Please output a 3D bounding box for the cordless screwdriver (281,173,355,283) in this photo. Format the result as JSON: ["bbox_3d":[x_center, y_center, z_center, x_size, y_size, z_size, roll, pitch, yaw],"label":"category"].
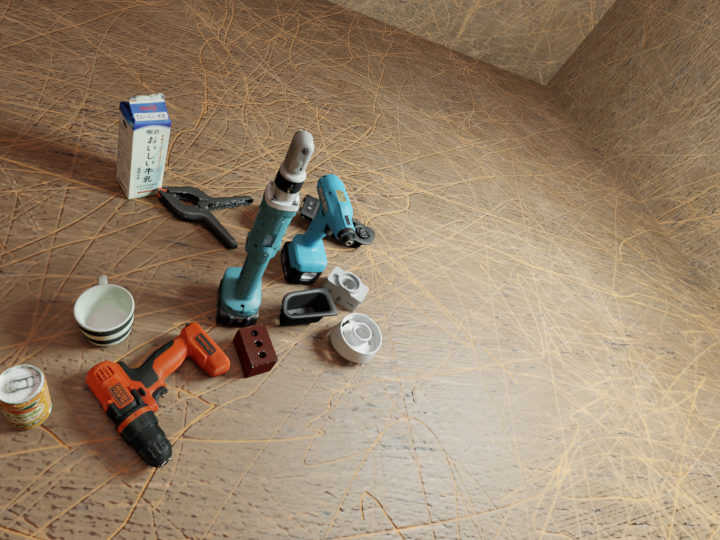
[{"bbox_3d":[-0.084,-0.055,0.858,0.071,0.248,0.166,3,52,-29],"label":"cordless screwdriver"}]

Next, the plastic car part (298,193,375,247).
[{"bbox_3d":[-0.062,-0.109,1.047,0.200,0.067,0.067,23,45,-7],"label":"plastic car part"}]

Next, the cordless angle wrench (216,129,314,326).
[{"bbox_3d":[-0.158,-0.047,0.688,0.072,0.423,0.102,10,50,-24],"label":"cordless angle wrench"}]

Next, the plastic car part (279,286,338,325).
[{"bbox_3d":[-0.116,0.082,0.846,0.112,0.071,0.069,-6,56,-32],"label":"plastic car part"}]
